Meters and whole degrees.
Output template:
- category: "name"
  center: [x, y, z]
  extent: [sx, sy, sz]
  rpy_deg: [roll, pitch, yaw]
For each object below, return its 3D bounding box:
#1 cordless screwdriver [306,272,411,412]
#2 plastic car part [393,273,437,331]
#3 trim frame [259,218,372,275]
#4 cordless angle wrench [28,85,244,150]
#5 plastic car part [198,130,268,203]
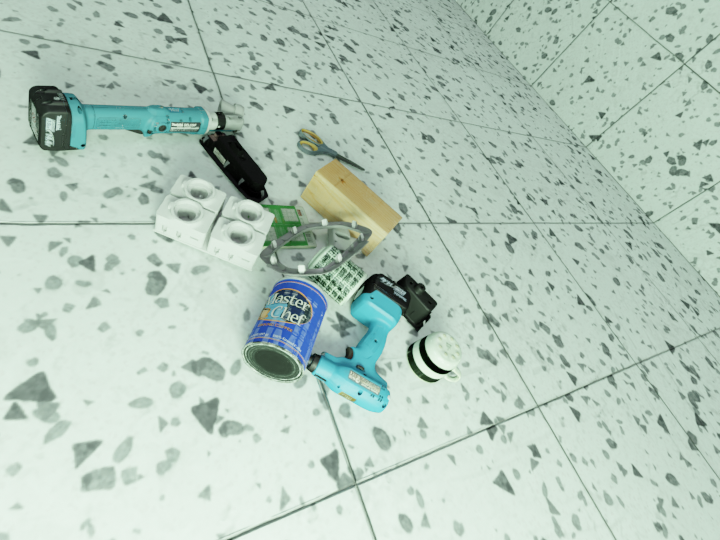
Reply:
- category: "cordless screwdriver"
  center: [-0.002, 0.113, 0.775]
  extent: [0.157, 0.075, 0.251]
  rpy_deg: [29, 48, -9]
- category: "plastic car part"
  center: [0.114, 0.058, 0.895]
  extent: [0.118, 0.071, 0.064]
  rpy_deg: [50, 43, 8]
- category: "trim frame"
  center: [-0.078, -0.051, 0.797]
  extent: [0.192, 0.027, 0.244]
  rpy_deg: [10, 29, 25]
- category: "cordless angle wrench"
  center: [-0.413, -0.303, 0.854]
  extent: [0.407, 0.098, 0.077]
  rpy_deg: [-20, 66, -45]
- category: "plastic car part"
  center: [-0.262, -0.232, 0.912]
  extent: [0.064, 0.068, 0.208]
  rpy_deg: [-22, 71, -51]
